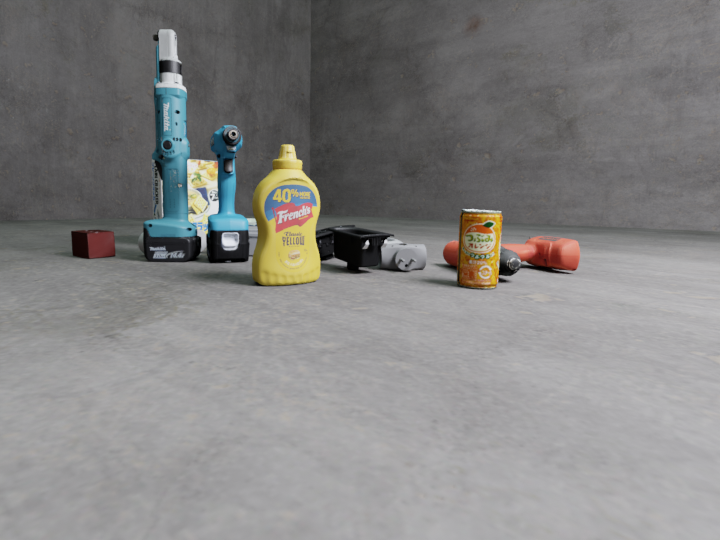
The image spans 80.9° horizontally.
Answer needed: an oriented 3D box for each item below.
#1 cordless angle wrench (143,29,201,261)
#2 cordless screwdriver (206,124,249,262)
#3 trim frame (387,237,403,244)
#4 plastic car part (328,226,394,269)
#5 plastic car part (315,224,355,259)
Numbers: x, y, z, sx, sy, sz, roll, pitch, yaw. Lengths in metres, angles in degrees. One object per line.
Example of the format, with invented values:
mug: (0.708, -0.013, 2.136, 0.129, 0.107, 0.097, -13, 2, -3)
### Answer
cordless angle wrench: (-0.354, -0.230, 0.792, 0.098, 0.420, 0.075, 1, 6, -1)
cordless screwdriver: (-0.243, -0.139, 0.778, 0.072, 0.247, 0.165, -1, 7, -23)
trim frame: (-0.015, -0.059, 0.988, 0.237, 0.027, 0.194, -8, 13, -43)
plastic car part: (-0.007, -0.035, 0.707, 0.063, 0.070, 0.122, -4, 10, -33)
plastic car part: (-0.080, -0.052, 0.820, 0.069, 0.066, 0.196, 5, 10, 25)
